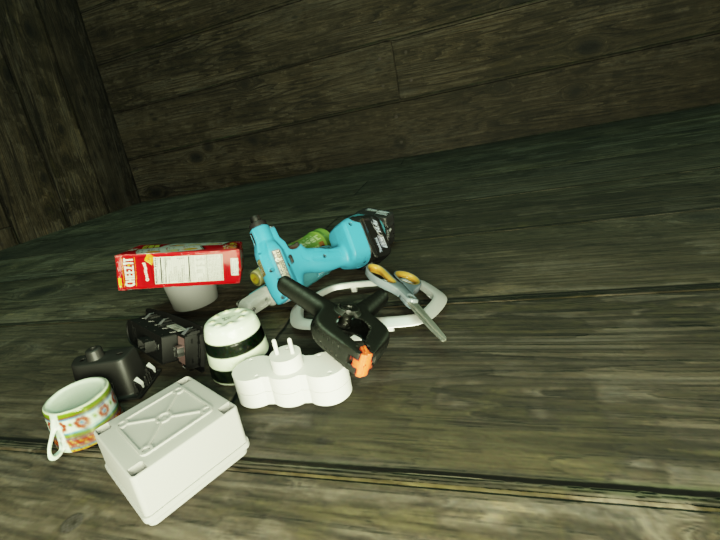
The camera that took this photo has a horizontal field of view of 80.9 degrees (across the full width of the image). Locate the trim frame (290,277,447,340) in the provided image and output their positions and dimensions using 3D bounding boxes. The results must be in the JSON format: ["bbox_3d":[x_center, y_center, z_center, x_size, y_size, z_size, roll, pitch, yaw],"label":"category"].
[{"bbox_3d":[0.007,0.055,0.664,0.255,0.027,0.183,-4,20,17],"label":"trim frame"}]

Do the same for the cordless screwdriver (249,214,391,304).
[{"bbox_3d":[-0.075,-0.049,0.771,0.241,0.162,0.075,-19,-12,-32],"label":"cordless screwdriver"}]

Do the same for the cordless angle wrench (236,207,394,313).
[{"bbox_3d":[-0.075,-0.021,0.852,0.103,0.072,0.413,16,35,34],"label":"cordless angle wrench"}]

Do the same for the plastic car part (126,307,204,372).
[{"bbox_3d":[-0.304,0.104,0.640,0.064,0.065,0.214,-16,16,-40],"label":"plastic car part"}]

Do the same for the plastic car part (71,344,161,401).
[{"bbox_3d":[-0.349,0.137,0.580,0.117,0.069,0.067,-7,17,4],"label":"plastic car part"}]
